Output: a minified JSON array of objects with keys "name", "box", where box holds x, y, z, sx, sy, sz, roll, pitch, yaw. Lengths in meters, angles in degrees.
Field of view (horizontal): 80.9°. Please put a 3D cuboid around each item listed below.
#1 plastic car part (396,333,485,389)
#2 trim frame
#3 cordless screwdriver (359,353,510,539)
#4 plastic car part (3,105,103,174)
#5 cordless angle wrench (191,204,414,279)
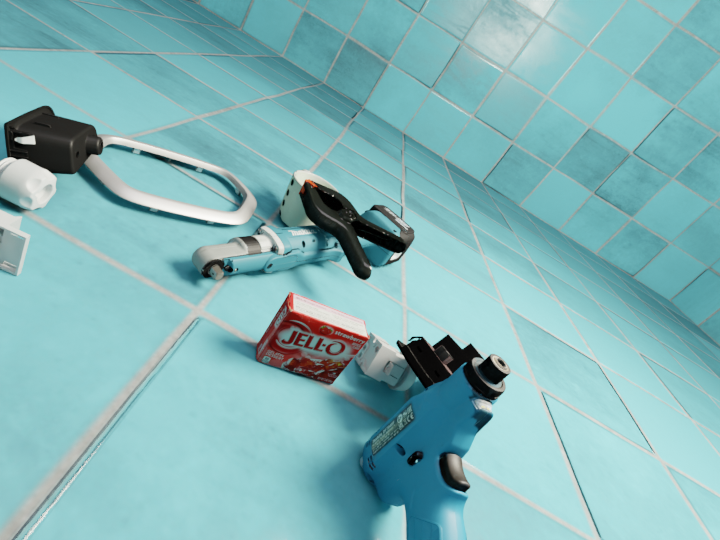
[{"name":"plastic car part","box":[0.104,0.112,0.465,0.070,0.067,0.192,46,-2,34]},{"name":"trim frame","box":[-0.257,-0.127,0.593,0.236,0.027,0.194,8,36,-38]},{"name":"cordless screwdriver","box":[0.068,0.181,0.260,0.072,0.159,0.256,26,28,-20]},{"name":"plastic car part","box":[-0.330,-0.143,0.473,0.069,0.065,0.121,9,31,-14]},{"name":"cordless angle wrench","box":[-0.060,-0.039,0.614,0.102,0.074,0.406,44,30,21]}]
